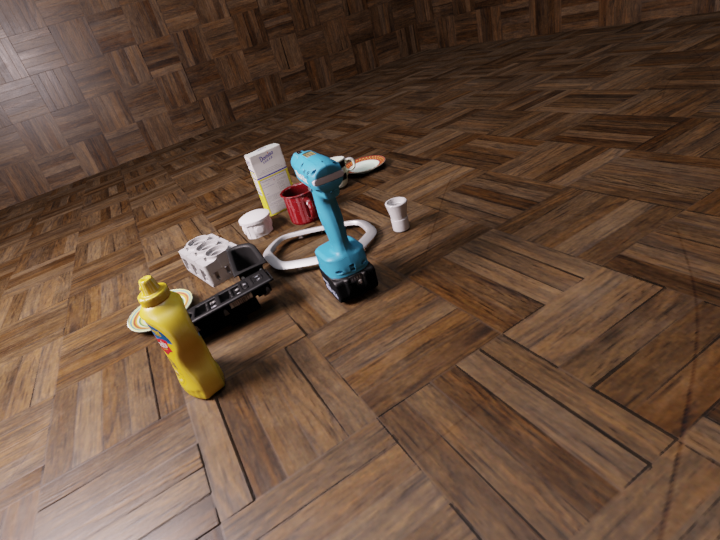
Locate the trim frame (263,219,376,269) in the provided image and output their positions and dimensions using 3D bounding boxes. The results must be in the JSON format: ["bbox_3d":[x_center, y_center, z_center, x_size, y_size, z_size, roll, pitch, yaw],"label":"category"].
[{"bbox_3d":[-0.088,-0.057,0.898,0.251,0.026,0.189,-13,31,8],"label":"trim frame"}]

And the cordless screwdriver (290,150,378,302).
[{"bbox_3d":[-0.055,-0.080,0.708,0.073,0.240,0.167,-24,29,-14],"label":"cordless screwdriver"}]

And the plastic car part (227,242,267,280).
[{"bbox_3d":[-0.220,-0.002,0.837,0.065,0.068,0.122,-25,31,-14],"label":"plastic car part"}]

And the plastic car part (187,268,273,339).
[{"bbox_3d":[-0.242,0.070,0.736,0.200,0.064,0.070,-26,30,-14],"label":"plastic car part"}]
